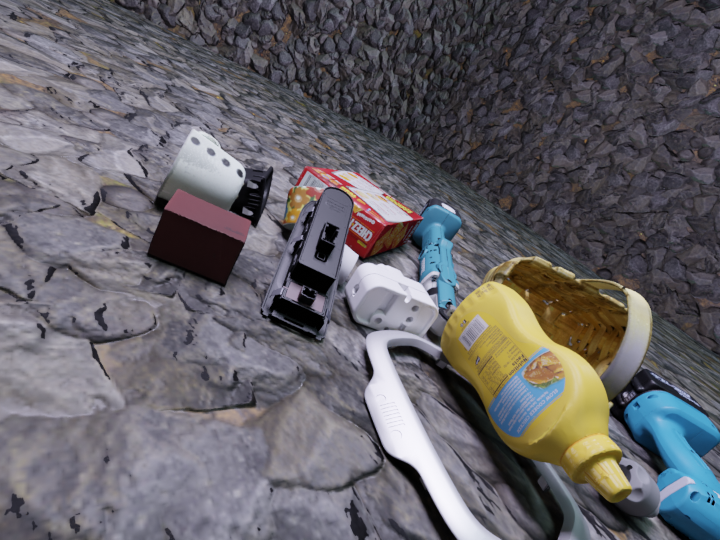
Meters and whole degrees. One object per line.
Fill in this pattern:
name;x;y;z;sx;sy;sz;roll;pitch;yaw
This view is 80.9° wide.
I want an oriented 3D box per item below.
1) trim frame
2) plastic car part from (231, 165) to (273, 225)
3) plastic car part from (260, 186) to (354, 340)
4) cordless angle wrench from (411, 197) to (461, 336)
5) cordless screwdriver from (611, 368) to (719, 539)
trim frame;0.089;0.139;0.368;0.176;0.027;0.260;19;25;-29
plastic car part;-0.160;-0.115;0.582;0.070;0.065;0.120;11;22;-12
plastic car part;-0.044;-0.029;0.452;0.066;0.066;0.207;19;38;-7
cordless angle wrench;0.125;-0.016;0.696;0.074;0.098;0.425;30;25;-5
cordless screwdriver;0.405;0.237;0.500;0.162;0.074;0.245;33;25;7
